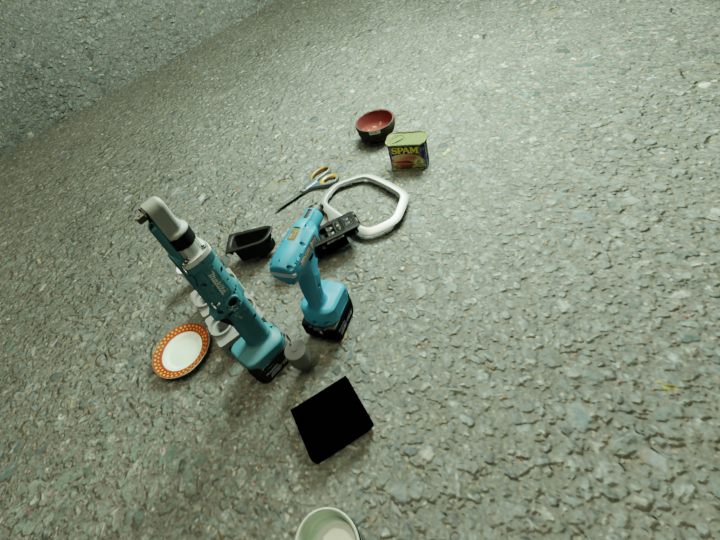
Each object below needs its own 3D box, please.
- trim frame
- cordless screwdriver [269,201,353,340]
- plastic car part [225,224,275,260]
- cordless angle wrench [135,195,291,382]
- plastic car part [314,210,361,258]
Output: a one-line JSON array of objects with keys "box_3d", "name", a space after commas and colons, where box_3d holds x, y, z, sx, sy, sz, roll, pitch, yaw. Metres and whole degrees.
[{"box_3d": [0.004, -0.164, 1.038, 0.182, 0.026, 0.263, -40, 48, -15], "name": "trim frame"}, {"box_3d": [-0.076, 0.008, 0.772, 0.077, 0.237, 0.160, 6, 52, 23], "name": "cordless screwdriver"}, {"box_3d": [-0.255, -0.058, 1.015, 0.118, 0.067, 0.068, -11, 47, 11], "name": "plastic car part"}, {"box_3d": [-0.221, 0.042, 0.682, 0.078, 0.403, 0.097, 28, 62, 36], "name": "cordless angle wrench"}, {"box_3d": [-0.094, -0.061, 0.959, 0.203, 0.064, 0.069, -23, 46, 0], "name": "plastic car part"}]
